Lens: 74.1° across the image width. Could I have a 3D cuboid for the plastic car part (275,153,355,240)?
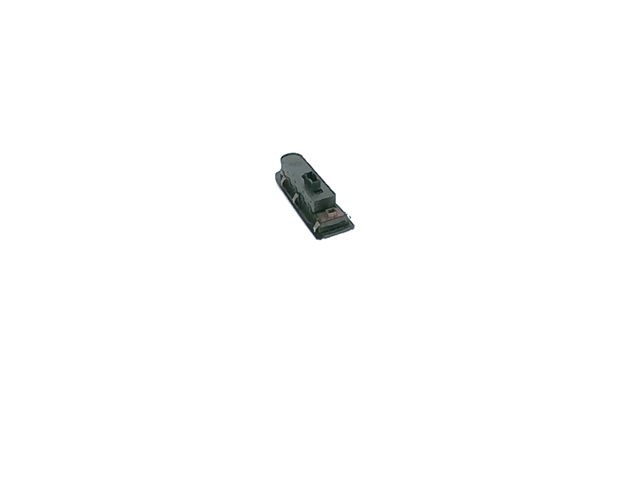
[{"bbox_3d":[-0.022,-0.084,0.695,0.066,0.067,0.203,-25,43,-13],"label":"plastic car part"}]
